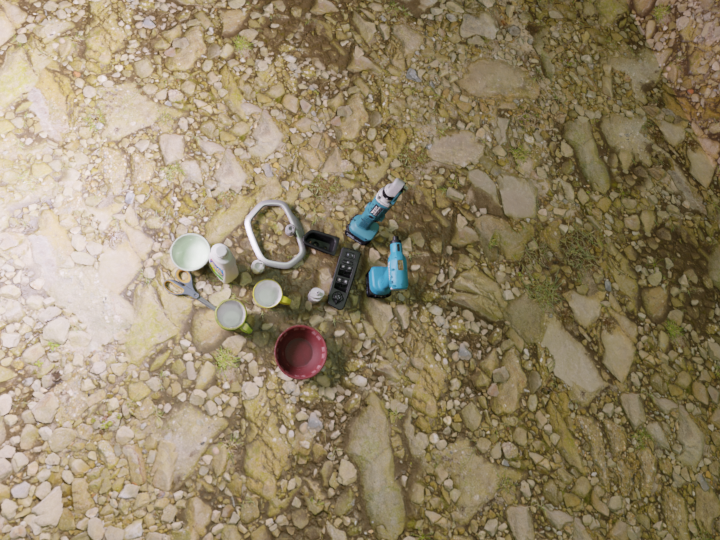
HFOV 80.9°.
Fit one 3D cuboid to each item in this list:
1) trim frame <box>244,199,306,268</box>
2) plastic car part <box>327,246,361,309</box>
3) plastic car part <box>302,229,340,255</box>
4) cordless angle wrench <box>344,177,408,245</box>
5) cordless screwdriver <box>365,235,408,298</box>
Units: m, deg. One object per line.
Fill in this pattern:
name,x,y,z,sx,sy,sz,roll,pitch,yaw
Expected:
trim frame,-0.280,-0.122,1.410,0.181,0.027,0.253,-22,79,-15
plastic car part,-0.060,0.029,1.380,0.066,0.067,0.205,18,72,-7
plastic car part,-0.137,-0.090,1.401,0.116,0.071,0.066,19,72,-5
cordless angle wrench,0.047,-0.179,1.272,0.098,0.424,0.074,34,71,-5
cordless screwdriver,0.082,-0.001,1.317,0.073,0.249,0.162,2,76,-14
